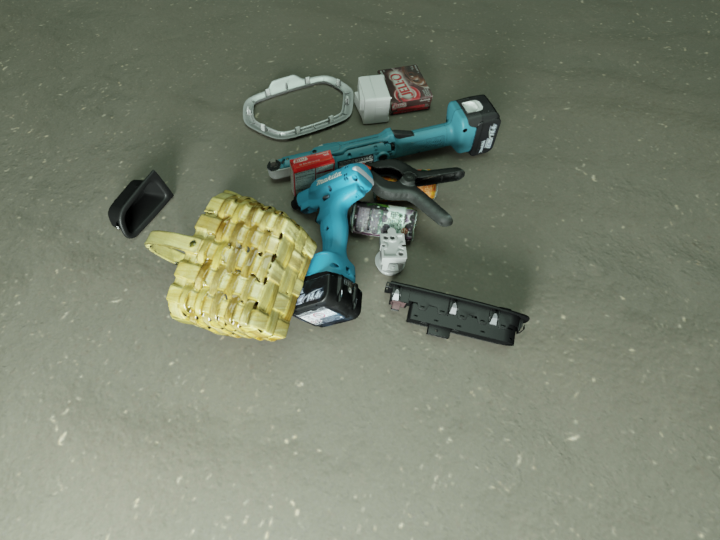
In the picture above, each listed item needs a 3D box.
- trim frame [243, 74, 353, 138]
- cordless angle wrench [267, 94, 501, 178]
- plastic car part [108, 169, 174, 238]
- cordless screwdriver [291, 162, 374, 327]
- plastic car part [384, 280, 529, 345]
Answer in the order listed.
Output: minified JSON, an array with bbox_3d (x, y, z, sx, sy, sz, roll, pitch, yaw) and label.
[{"bbox_3d":[-0.131,-0.357,0.903,0.245,0.026,0.193,-23,58,-11],"label":"trim frame"},{"bbox_3d":[0.036,-0.228,0.784,0.422,0.094,0.077,-13,59,-2],"label":"cordless angle wrench"},{"bbox_3d":[-0.399,-0.117,0.741,0.074,0.063,0.117,16,61,27],"label":"plastic car part"},{"bbox_3d":[-0.064,-0.042,0.652,0.165,0.070,0.254,-16,56,37],"label":"cordless screwdriver"},{"bbox_3d":[0.133,0.064,0.597,0.206,0.064,0.068,9,67,8],"label":"plastic car part"}]
